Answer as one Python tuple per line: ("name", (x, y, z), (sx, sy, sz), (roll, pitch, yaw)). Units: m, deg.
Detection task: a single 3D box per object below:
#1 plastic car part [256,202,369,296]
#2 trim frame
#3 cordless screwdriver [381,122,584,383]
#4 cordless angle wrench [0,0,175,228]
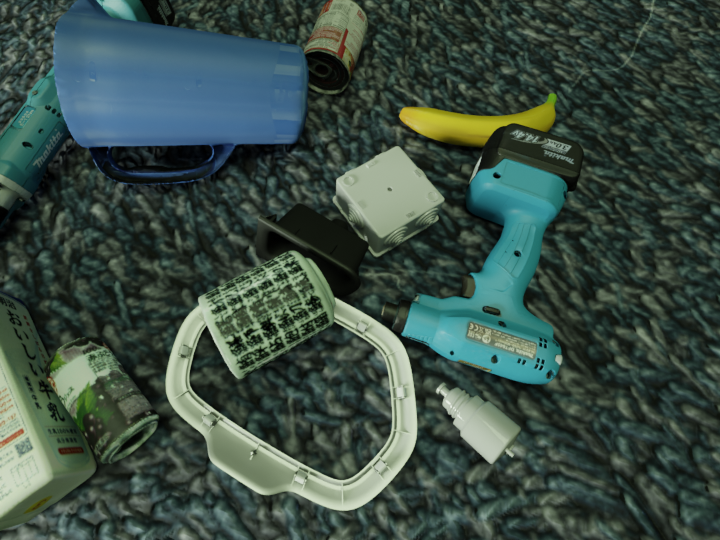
("plastic car part", (-0.043, -0.028, 0.442), (0.118, 0.065, 0.071), (26, 55, 7))
("trim frame", (-0.065, 0.104, 0.399), (0.254, 0.027, 0.184), (27, 71, 10))
("cordless screwdriver", (0.126, -0.029, 0.429), (0.162, 0.073, 0.251), (16, 72, 7))
("cordless angle wrench", (-0.360, -0.191, 0.501), (0.076, 0.095, 0.426), (17, 71, 8))
